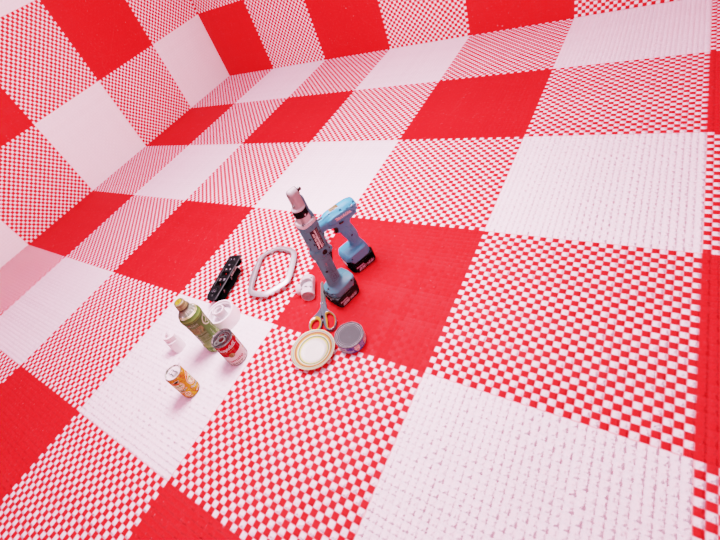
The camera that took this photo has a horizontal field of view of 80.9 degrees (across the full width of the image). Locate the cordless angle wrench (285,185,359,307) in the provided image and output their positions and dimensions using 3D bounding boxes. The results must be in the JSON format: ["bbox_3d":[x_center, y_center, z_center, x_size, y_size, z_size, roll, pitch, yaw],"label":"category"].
[{"bbox_3d":[-0.113,-0.061,1.178,0.097,0.402,0.079,-42,44,-19],"label":"cordless angle wrench"}]

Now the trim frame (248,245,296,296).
[{"bbox_3d":[-0.315,0.000,1.502,0.189,0.026,0.255,-12,44,16],"label":"trim frame"}]

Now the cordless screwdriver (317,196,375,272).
[{"bbox_3d":[-0.055,-0.093,1.305,0.158,0.237,0.079,-35,42,-11],"label":"cordless screwdriver"}]

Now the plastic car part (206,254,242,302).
[{"bbox_3d":[-0.485,0.037,1.523,0.069,0.064,0.204,2,49,28],"label":"plastic car part"}]
